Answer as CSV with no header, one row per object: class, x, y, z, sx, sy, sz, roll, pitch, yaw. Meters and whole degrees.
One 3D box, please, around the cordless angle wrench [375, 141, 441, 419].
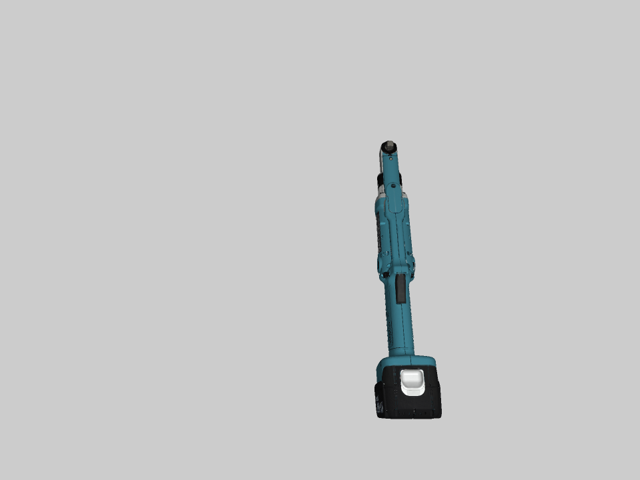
cordless angle wrench,0.113,0.038,0.633,0.074,0.421,0.098,0,-22,-1
